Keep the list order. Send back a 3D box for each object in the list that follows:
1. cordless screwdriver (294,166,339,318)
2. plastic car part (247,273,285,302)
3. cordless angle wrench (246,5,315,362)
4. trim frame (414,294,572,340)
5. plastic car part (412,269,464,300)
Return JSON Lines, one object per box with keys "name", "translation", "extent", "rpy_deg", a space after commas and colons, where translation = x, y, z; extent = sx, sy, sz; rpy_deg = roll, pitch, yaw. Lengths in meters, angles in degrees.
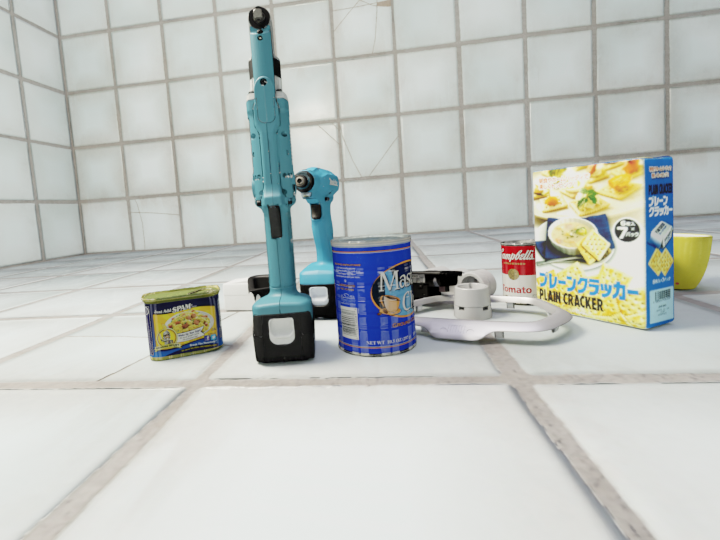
{"name": "cordless screwdriver", "translation": [-0.068, -0.044, 0.695], "extent": [0.076, 0.247, 0.157], "rpy_deg": [-3, 6, 12]}
{"name": "plastic car part", "translation": [-0.157, 0.049, 0.714], "extent": [0.064, 0.070, 0.120], "rpy_deg": [-6, 8, -16]}
{"name": "cordless angle wrench", "translation": [-0.108, -0.103, 0.528], "extent": [0.074, 0.420, 0.099], "rpy_deg": [-4, 5, -3]}
{"name": "trim frame", "translation": [0.161, 0.063, 0.608], "extent": [0.260, 0.027, 0.178], "rpy_deg": [1, 10, 31]}
{"name": "plastic car part", "translation": [0.085, 0.024, 0.772], "extent": [0.063, 0.066, 0.213], "rpy_deg": [-10, 10, -41]}
